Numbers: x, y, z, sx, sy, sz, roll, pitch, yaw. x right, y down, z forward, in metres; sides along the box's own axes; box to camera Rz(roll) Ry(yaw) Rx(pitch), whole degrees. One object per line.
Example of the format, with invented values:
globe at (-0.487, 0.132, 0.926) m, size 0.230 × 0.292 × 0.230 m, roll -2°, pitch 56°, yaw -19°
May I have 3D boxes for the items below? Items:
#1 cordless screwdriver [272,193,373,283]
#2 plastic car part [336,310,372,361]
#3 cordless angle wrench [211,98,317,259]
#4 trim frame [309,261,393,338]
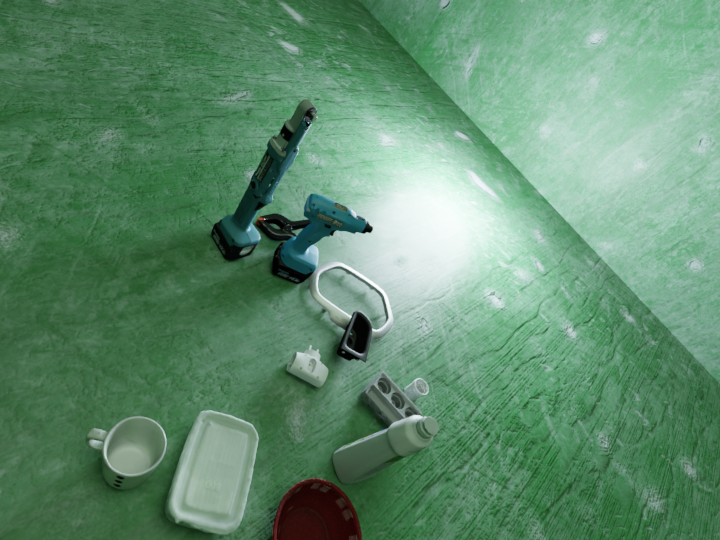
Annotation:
cordless screwdriver at (-0.096, -0.062, 0.977) m, size 0.154 × 0.250 × 0.076 m, roll 23°, pitch 45°, yaw -21°
plastic car part at (-0.019, 0.158, 0.969) m, size 0.065 × 0.071 × 0.118 m, roll 31°, pitch 42°, yaw -12°
cordless angle wrench at (-0.200, -0.177, 0.874) m, size 0.071 × 0.426 × 0.101 m, roll -17°, pitch 69°, yaw -45°
trim frame at (-0.022, 0.072, 1.077) m, size 0.246 × 0.028 × 0.185 m, roll 33°, pitch 41°, yaw -6°
